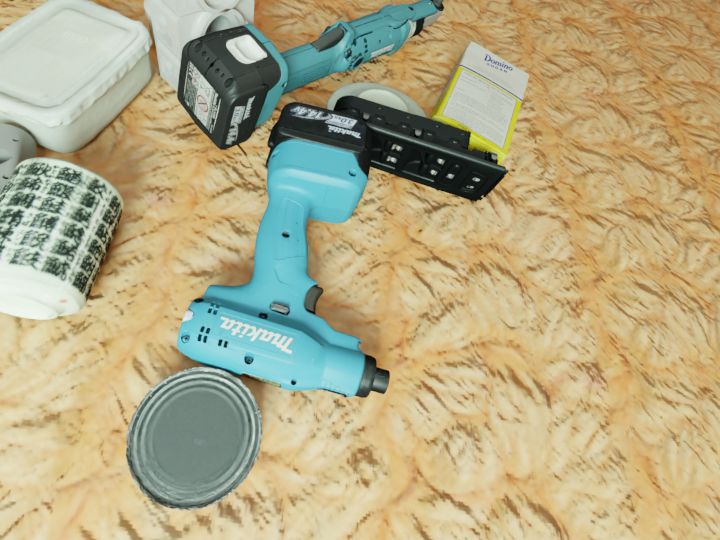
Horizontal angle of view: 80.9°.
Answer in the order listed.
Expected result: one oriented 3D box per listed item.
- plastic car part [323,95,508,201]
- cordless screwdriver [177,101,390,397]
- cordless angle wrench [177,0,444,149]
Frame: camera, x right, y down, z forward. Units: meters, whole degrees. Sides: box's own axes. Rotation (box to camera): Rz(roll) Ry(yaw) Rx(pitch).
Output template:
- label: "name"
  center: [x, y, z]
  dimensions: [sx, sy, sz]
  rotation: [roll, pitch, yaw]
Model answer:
- label: "plastic car part"
  center: [0.047, -0.137, 0.447]
  dimensions: [0.203, 0.066, 0.068]
  rotation: [14, 75, -1]
- label: "cordless screwdriver"
  center: [-0.036, -0.024, 0.368]
  dimensions: [0.158, 0.073, 0.252]
  rotation: [16, 62, -3]
- label: "cordless angle wrench"
  center: [-0.020, -0.274, 0.516]
  dimensions: [0.075, 0.099, 0.416]
  rotation: [49, 56, 1]
